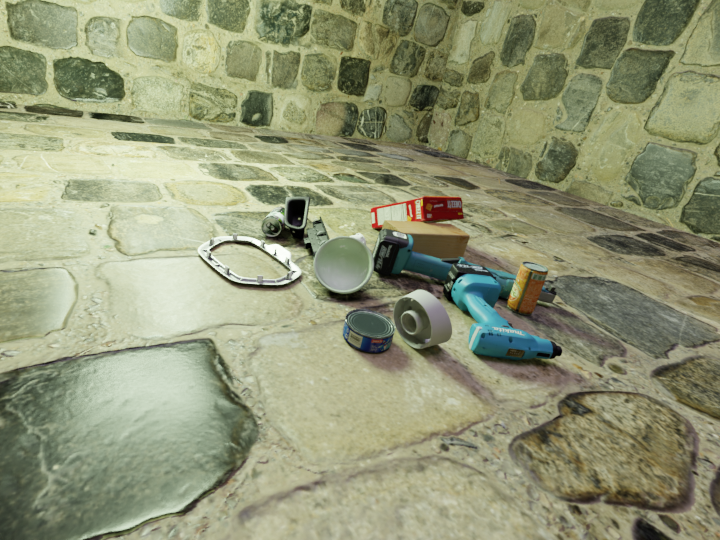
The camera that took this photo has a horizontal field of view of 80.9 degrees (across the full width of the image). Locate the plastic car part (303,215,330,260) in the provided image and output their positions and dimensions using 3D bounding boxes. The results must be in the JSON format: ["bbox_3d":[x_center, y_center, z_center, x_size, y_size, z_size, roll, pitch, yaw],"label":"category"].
[{"bbox_3d":[-0.099,-0.065,1.009,0.066,0.065,0.212,-6,27,-15],"label":"plastic car part"}]

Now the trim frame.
[{"bbox_3d":[-0.239,-0.029,0.914,0.176,0.027,0.263,-12,31,-43],"label":"trim frame"}]

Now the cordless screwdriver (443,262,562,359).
[{"bbox_3d":[0.264,0.081,0.826,0.157,0.073,0.256,8,28,-8],"label":"cordless screwdriver"}]

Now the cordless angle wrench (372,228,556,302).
[{"bbox_3d":[0.238,0.007,0.971,0.424,0.097,0.075,16,23,1],"label":"cordless angle wrench"}]

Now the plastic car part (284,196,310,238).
[{"bbox_3d":[-0.164,-0.130,1.103,0.066,0.068,0.120,-2,54,2],"label":"plastic car part"}]
